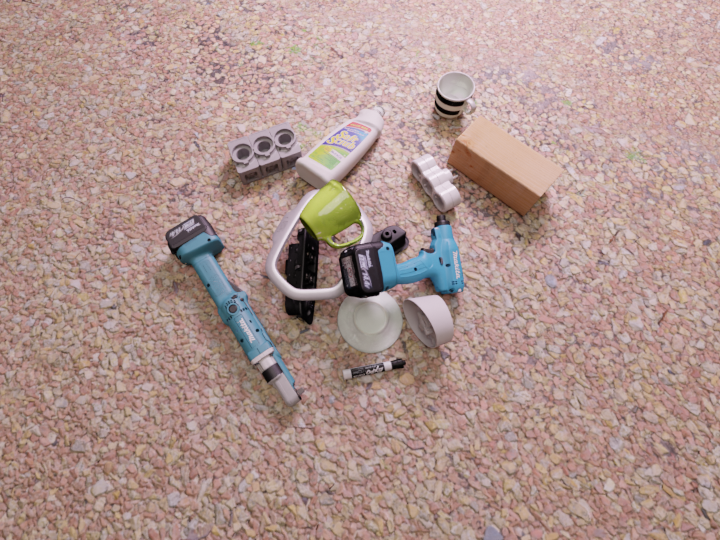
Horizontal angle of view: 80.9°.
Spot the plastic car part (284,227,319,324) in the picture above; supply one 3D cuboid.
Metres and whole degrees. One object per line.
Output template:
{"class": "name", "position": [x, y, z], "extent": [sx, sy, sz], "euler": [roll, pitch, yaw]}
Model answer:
{"class": "plastic car part", "position": [-0.122, 0.007, 0.858], "extent": [0.068, 0.063, 0.208], "euler": [-8, 67, 12]}

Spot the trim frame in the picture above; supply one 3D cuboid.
{"class": "trim frame", "position": [-0.081, -0.053, 0.833], "extent": [0.186, 0.027, 0.249], "euler": [24, 71, 6]}

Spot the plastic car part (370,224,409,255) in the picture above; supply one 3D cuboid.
{"class": "plastic car part", "position": [0.046, -0.058, 0.871], "extent": [0.116, 0.069, 0.068], "euler": [-32, 72, -7]}

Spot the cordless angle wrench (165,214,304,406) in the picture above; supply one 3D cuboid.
{"class": "cordless angle wrench", "position": [-0.245, 0.078, 0.834], "extent": [0.097, 0.073, 0.436], "euler": [-34, 73, -11]}

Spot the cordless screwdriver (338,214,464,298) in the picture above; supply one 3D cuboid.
{"class": "cordless screwdriver", "position": [0.084, -0.028, 0.810], "extent": [0.240, 0.076, 0.161], "euler": [-3, 81, -23]}
